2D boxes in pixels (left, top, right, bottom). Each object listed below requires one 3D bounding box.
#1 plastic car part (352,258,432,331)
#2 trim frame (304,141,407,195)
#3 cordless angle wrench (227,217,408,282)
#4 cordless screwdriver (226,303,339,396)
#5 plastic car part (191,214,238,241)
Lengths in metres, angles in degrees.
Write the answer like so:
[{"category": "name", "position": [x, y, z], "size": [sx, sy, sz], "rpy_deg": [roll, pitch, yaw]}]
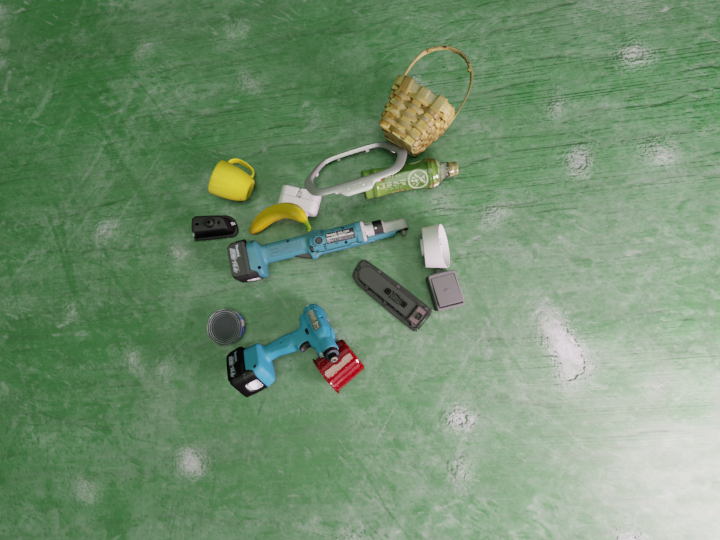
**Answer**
[{"category": "plastic car part", "position": [0.064, 0.053, 0.964], "size": [0.209, 0.065, 0.066], "rpy_deg": [39, 94, 14]}, {"category": "trim frame", "position": [-0.014, -0.236, 0.985], "size": [0.252, 0.026, 0.190], "rpy_deg": [-15, 41, 9]}, {"category": "cordless angle wrench", "position": [-0.098, -0.064, 1.000], "size": [0.425, 0.073, 0.099], "rpy_deg": [-13, 81, 3]}, {"category": "cordless screwdriver", "position": [-0.168, 0.190, 0.927], "size": [0.249, 0.070, 0.167], "rpy_deg": [-32, 40, 0]}, {"category": "plastic car part", "position": [-0.367, -0.112, 1.041], "size": [0.118, 0.069, 0.066], "rpy_deg": [-4, 83, 8]}]
